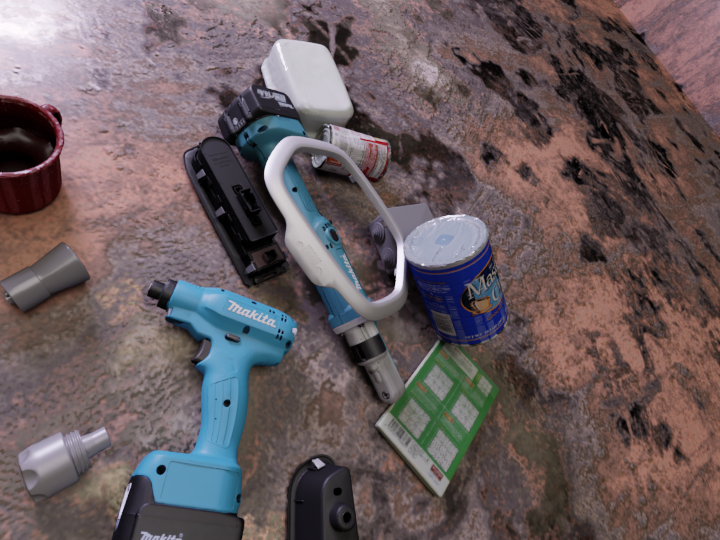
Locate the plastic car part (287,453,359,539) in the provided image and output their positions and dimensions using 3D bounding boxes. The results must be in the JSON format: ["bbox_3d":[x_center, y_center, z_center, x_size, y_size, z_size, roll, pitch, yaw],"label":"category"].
[{"bbox_3d":[-0.029,0.240,0.400,0.063,0.072,0.119,9,64,-28],"label":"plastic car part"}]

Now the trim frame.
[{"bbox_3d":[-0.019,-0.056,0.511,0.244,0.028,0.182,54,41,-9],"label":"trim frame"}]

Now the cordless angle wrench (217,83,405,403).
[{"bbox_3d":[-0.052,-0.034,0.536,0.094,0.076,0.429,-12,73,-57],"label":"cordless angle wrench"}]

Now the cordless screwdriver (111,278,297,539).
[{"bbox_3d":[-0.158,0.128,0.392,0.154,0.075,0.254,22,52,-17],"label":"cordless screwdriver"}]

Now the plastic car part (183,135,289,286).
[{"bbox_3d":[-0.155,-0.084,0.520,0.064,0.067,0.208,-26,76,-30],"label":"plastic car part"}]
